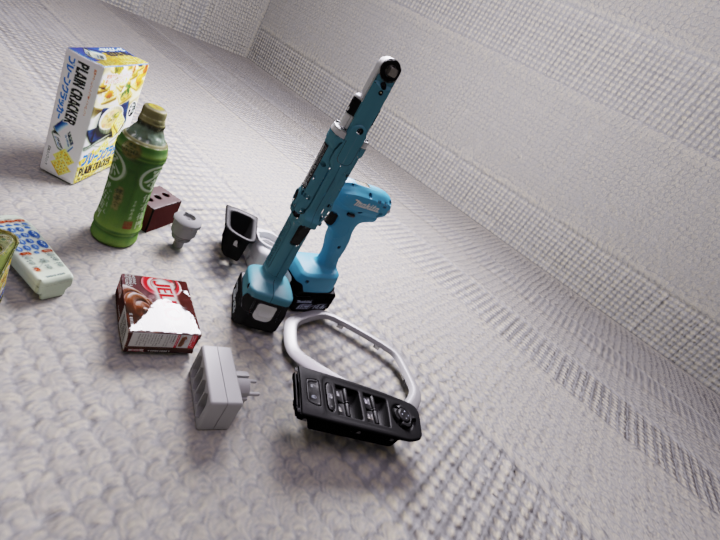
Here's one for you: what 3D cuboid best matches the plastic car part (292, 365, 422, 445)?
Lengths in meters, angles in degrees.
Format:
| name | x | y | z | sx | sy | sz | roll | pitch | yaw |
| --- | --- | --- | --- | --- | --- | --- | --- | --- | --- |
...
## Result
| name | x | y | z | sx | sy | sz | roll | pitch | yaw |
| --- | --- | --- | --- | --- | --- | --- | --- | --- | --- |
| plastic car part | -0.006 | 0.190 | 0.549 | 0.195 | 0.067 | 0.069 | 20 | 27 | -23 |

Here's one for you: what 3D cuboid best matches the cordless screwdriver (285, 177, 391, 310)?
| name | x | y | z | sx | sy | sz | roll | pitch | yaw |
| --- | --- | --- | --- | --- | --- | --- | --- | --- | --- |
| cordless screwdriver | -0.069 | -0.045 | 0.710 | 0.151 | 0.248 | 0.078 | 11 | 32 | -39 |

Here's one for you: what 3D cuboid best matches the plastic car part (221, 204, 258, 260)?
| name | x | y | z | sx | sy | sz | roll | pitch | yaw |
| --- | --- | --- | --- | --- | --- | --- | --- | --- | --- |
| plastic car part | -0.230 | -0.061 | 0.775 | 0.063 | 0.071 | 0.121 | 21 | 26 | -23 |

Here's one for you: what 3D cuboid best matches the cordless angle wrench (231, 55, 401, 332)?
| name | x | y | z | sx | sy | sz | roll | pitch | yaw |
| --- | --- | --- | --- | --- | --- | --- | --- | --- | --- |
| cordless angle wrench | -0.067 | -0.094 | 0.593 | 0.071 | 0.422 | 0.102 | 21 | 27 | -25 |

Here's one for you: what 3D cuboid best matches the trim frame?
| name | x | y | z | sx | sy | sz | roll | pitch | yaw |
| --- | --- | --- | --- | --- | --- | --- | --- | --- | --- |
| trim frame | -0.013 | 0.144 | 0.677 | 0.248 | 0.027 | 0.185 | 30 | 24 | -1 |
